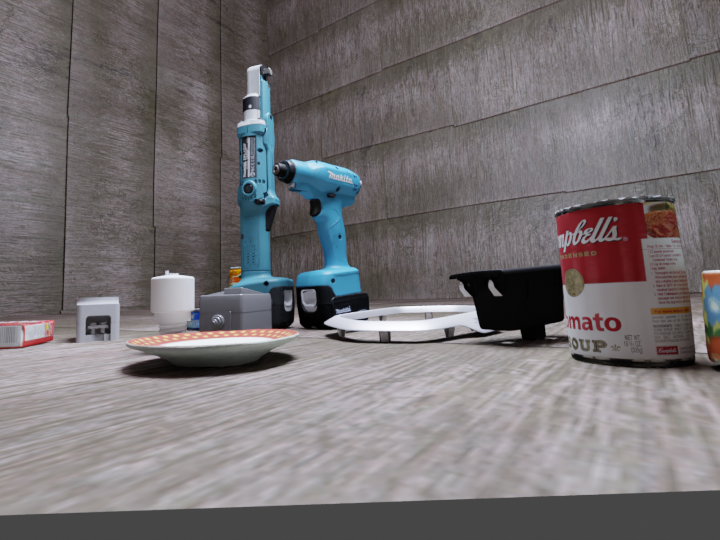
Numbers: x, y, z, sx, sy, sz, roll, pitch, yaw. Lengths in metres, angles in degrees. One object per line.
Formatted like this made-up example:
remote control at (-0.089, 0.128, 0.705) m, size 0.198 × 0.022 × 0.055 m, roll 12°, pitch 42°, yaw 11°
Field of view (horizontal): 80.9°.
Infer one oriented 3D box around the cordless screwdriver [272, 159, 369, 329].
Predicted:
cordless screwdriver at (-0.061, -0.040, 0.626) m, size 0.078 × 0.250 × 0.151 m, roll -9°, pitch -8°, yaw 42°

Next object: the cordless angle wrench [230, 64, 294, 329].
cordless angle wrench at (-0.163, -0.122, 0.668) m, size 0.101 × 0.426 × 0.072 m, roll -5°, pitch -7°, yaw 17°

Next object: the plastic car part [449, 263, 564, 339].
plastic car part at (0.154, 0.030, 0.399) m, size 0.112 × 0.071 × 0.068 m, roll 0°, pitch -5°, yaw -26°

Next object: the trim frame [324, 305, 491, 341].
trim frame at (0.069, 0.061, 0.514) m, size 0.192 × 0.028 × 0.236 m, roll -5°, pitch -4°, yaw 40°
